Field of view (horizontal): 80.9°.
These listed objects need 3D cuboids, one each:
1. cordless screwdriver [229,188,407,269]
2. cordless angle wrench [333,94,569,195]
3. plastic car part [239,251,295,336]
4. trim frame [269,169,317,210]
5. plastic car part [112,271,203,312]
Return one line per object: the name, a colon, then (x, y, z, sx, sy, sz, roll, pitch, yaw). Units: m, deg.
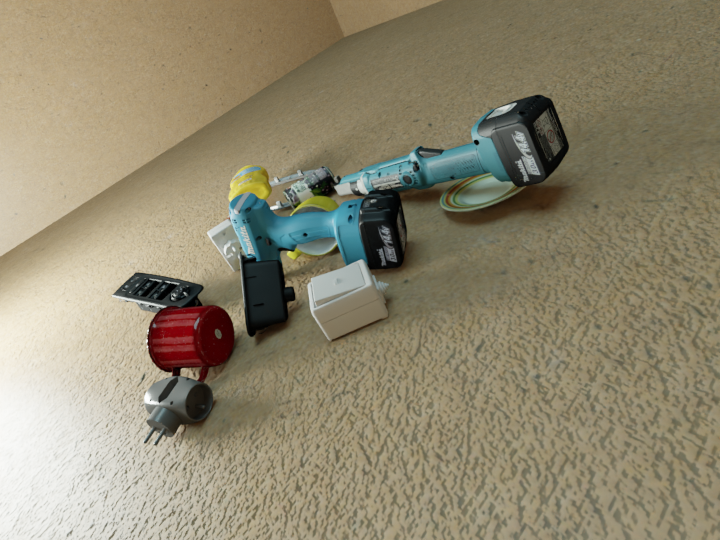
cordless screwdriver: (-0.060, -0.040, 0.618, 0.256, 0.153, 0.075, 2, 41, 17)
cordless angle wrench: (0.090, -0.161, 0.675, 0.073, 0.095, 0.442, -43, 25, -29)
plastic car part: (-0.129, 0.032, 0.601, 0.071, 0.064, 0.120, -14, 68, -1)
trim frame: (-0.200, -0.182, 1.000, 0.258, 0.026, 0.185, -6, 40, 30)
plastic car part: (-0.355, 0.051, 0.755, 0.212, 0.064, 0.066, 2, 34, 34)
